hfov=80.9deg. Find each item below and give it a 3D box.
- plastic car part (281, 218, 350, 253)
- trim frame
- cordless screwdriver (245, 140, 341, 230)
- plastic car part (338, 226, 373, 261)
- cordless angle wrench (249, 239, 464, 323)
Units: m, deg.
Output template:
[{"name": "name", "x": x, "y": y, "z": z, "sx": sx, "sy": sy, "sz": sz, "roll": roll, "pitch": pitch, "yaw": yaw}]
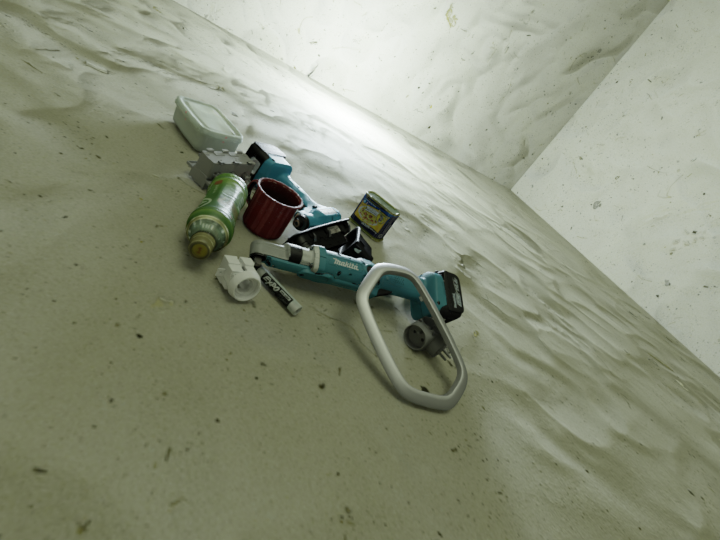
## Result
[{"name": "plastic car part", "x": -0.079, "y": -0.052, "z": 0.809, "sx": 0.196, "sy": 0.068, "sz": 0.068, "roll": -17, "pitch": 80, "yaw": -59}, {"name": "trim frame", "x": 0.083, "y": 0.098, "z": 0.676, "sx": 0.177, "sy": 0.028, "sz": 0.256, "roll": -11, "pitch": 65, "yaw": -39}, {"name": "cordless screwdriver", "x": -0.161, "y": -0.171, "z": 0.897, "sx": 0.256, "sy": 0.074, "sz": 0.154, "roll": 44, "pitch": 23, "yaw": 15}, {"name": "plastic car part", "x": -0.004, "y": -0.040, "z": 0.876, "sx": 0.070, "sy": 0.067, "sz": 0.117, "roll": 46, "pitch": 20, "yaw": -11}, {"name": "cordless angle wrench", "x": 0.003, "y": 0.011, "z": 0.742, "sx": 0.404, "sy": 0.076, "sz": 0.100, "roll": 16, "pitch": 59, "yaw": -28}]
